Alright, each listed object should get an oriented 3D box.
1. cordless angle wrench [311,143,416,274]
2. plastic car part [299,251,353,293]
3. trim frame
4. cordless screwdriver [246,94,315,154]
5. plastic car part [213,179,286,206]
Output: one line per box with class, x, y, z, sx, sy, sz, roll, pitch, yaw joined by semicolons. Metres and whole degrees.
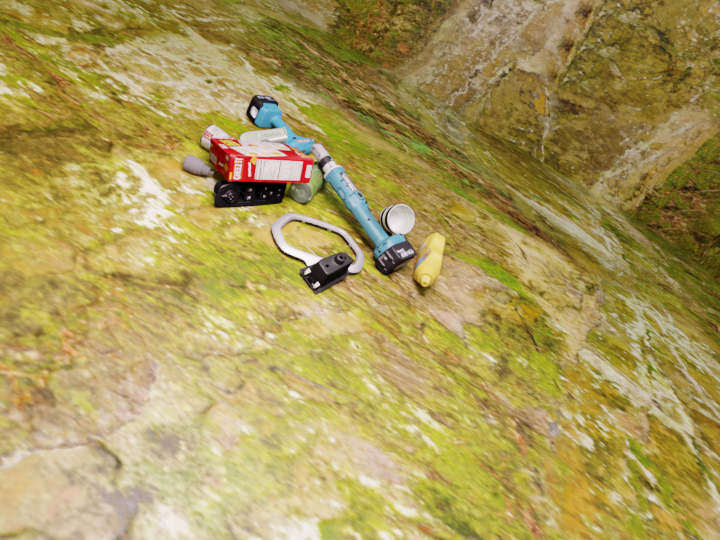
cordless angle wrench;-0.014;-0.185;1.137;0.094;0.075;0.436;-15;65;-47
plastic car part;-0.063;-0.008;0.932;0.113;0.071;0.068;-27;75;-37
trim frame;-0.101;-0.066;1.034;0.239;0.027;0.191;17;37;-22
cordless screwdriver;-0.272;-0.455;1.346;0.256;0.074;0.154;47;38;15
plastic car part;-0.276;-0.199;1.036;0.070;0.066;0.196;41;36;23
